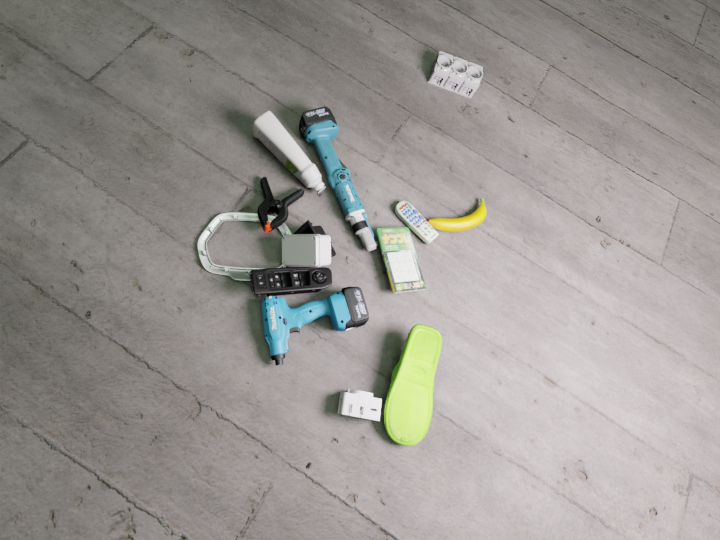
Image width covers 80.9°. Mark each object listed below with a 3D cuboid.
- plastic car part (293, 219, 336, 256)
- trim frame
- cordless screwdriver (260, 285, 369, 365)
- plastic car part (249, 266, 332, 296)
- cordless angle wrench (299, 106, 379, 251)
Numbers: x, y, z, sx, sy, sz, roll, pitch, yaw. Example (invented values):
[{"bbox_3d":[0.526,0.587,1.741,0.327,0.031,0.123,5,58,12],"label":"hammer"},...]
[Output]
[{"bbox_3d":[-0.106,-0.069,1.083,0.068,0.067,0.118,-22,77,-51],"label":"plastic car part"},{"bbox_3d":[-0.284,-0.062,1.069,0.244,0.027,0.188,4,71,-10],"label":"trim frame"},{"bbox_3d":[-0.106,0.127,1.006,0.246,0.073,0.163,-9,73,-8],"label":"cordless screwdriver"},{"bbox_3d":[-0.166,0.033,1.029,0.198,0.066,0.069,-6,53,-16],"label":"plastic car part"},{"bbox_3d":[-0.054,-0.246,1.152,0.096,0.074,0.432,-19,77,-17],"label":"cordless angle wrench"}]
